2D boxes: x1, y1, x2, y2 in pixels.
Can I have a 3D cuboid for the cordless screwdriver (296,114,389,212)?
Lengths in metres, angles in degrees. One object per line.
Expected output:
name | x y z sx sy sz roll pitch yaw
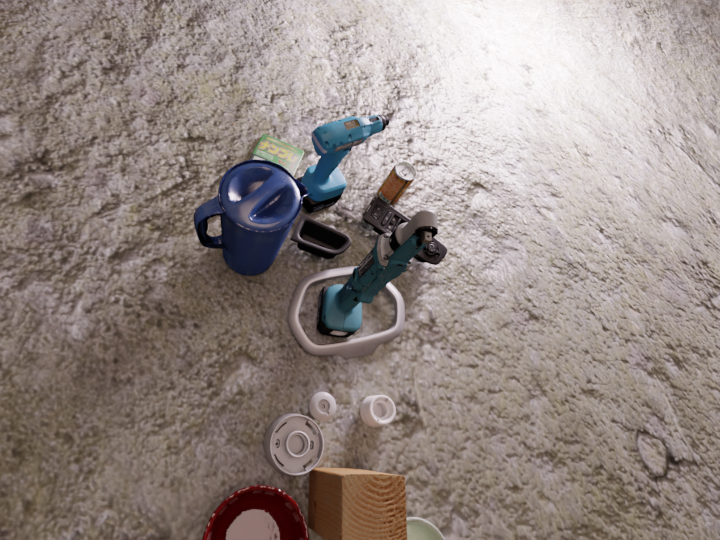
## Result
cordless screwdriver | -0.045 -0.222 0.869 0.155 0.249 0.076 -25 78 -26

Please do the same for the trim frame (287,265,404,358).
trim frame | -0.026 0.082 0.855 0.242 0.027 0.189 -10 68 -19

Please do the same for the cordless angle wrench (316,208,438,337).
cordless angle wrench | 0.014 0.014 0.674 0.073 0.423 0.100 11 65 -15

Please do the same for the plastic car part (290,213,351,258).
plastic car part | -0.086 -0.056 0.880 0.116 0.071 0.066 24 62 -5

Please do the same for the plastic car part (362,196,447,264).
plastic car part | 0.094 -0.075 0.939 0.204 0.067 0.066 32 62 1
